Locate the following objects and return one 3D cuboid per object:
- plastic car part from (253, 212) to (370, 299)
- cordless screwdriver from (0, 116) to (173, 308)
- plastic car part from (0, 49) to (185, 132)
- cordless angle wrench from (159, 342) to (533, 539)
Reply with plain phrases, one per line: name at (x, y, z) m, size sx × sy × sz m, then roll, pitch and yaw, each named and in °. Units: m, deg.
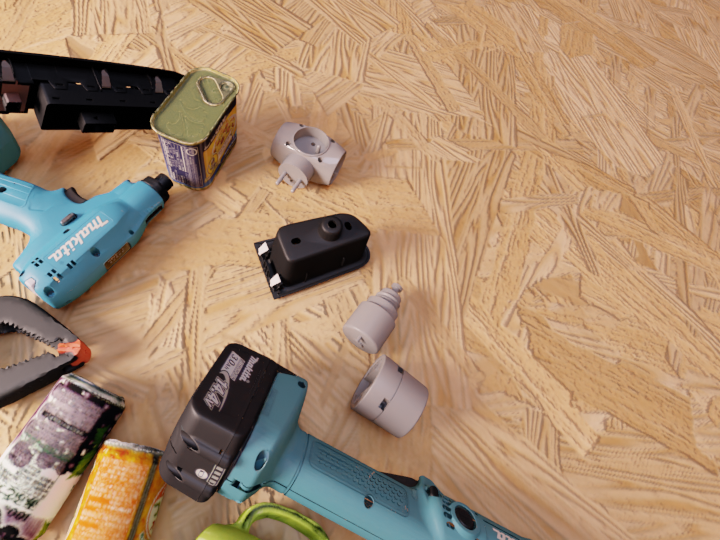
plastic car part at (-0.041, -0.027, 0.421) m, size 0.114 × 0.070 × 0.068 m, roll -18°, pitch 71°, yaw -16°
cordless screwdriver at (-0.320, -0.094, 0.408) m, size 0.251 × 0.074 × 0.159 m, roll 34°, pitch 62°, yaw 4°
plastic car part at (-0.256, -0.174, 0.428) m, size 0.196 × 0.067 × 0.068 m, roll -27°, pitch 80°, yaw -48°
cordless angle wrench at (0.061, 0.197, 0.316) m, size 0.423 × 0.074 × 0.098 m, roll 28°, pitch 23°, yaw 0°
